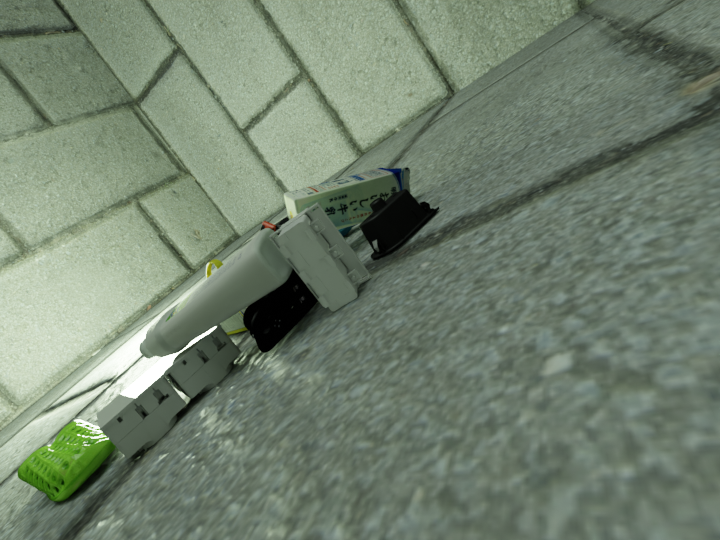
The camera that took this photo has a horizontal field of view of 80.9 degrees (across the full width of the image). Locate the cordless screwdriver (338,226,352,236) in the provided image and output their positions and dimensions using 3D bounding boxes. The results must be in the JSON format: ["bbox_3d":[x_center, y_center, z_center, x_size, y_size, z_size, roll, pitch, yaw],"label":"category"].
[{"bbox_3d":[-0.079,-0.052,0.810,0.163,0.073,0.247,-25,15,30],"label":"cordless screwdriver"}]

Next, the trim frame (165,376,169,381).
[{"bbox_3d":[-0.332,0.145,0.851,0.186,0.027,0.253,-34,17,11],"label":"trim frame"}]

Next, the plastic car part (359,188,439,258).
[{"bbox_3d":[0.046,-0.078,0.622,0.115,0.070,0.068,-40,12,-27],"label":"plastic car part"}]

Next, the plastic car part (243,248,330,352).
[{"bbox_3d":[-0.097,0.024,0.602,0.070,0.063,0.202,7,43,32],"label":"plastic car part"}]

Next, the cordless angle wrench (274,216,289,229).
[{"bbox_3d":[-0.305,0.026,1.047,0.430,0.096,0.074,-34,12,23],"label":"cordless angle wrench"}]
